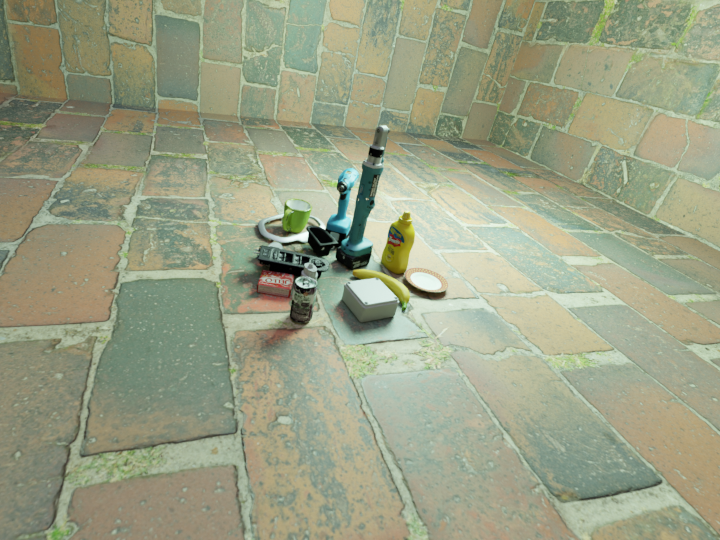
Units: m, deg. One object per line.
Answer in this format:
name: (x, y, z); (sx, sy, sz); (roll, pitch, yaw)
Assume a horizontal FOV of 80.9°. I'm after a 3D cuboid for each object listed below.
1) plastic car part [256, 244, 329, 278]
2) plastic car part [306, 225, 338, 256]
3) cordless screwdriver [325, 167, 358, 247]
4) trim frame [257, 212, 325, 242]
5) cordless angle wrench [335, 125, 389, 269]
plastic car part: (-0.187, -0.015, 1.176); (0.201, 0.066, 0.068); (8, 29, -5)
plastic car part: (-0.128, -0.084, 1.311); (0.063, 0.069, 0.123); (-8, 34, -32)
cordless screwdriver: (-0.063, -0.189, 1.338); (0.075, 0.244, 0.160); (15, 29, 5)
trim frame: (-0.233, -0.147, 1.432); (0.194, 0.027, 0.240); (30, 35, 31)
cordless angle wrench: (0.016, -0.203, 1.213); (0.094, 0.415, 0.079); (-14, 38, -40)
